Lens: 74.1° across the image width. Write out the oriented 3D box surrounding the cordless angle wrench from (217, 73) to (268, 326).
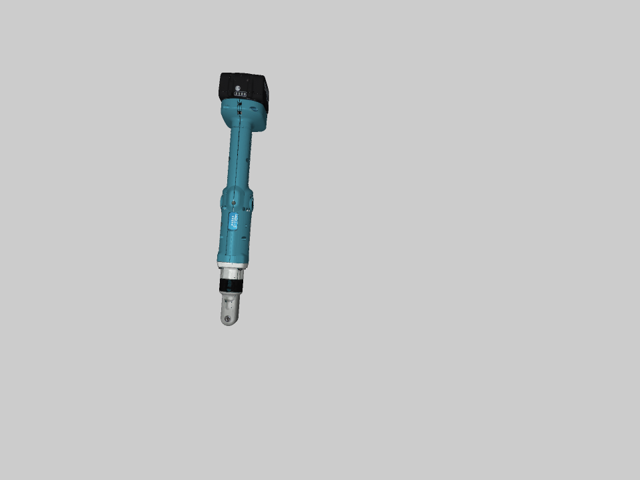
[{"bbox_3d":[-0.143,-0.065,0.730,0.074,0.422,0.098,4,-1,0],"label":"cordless angle wrench"}]
